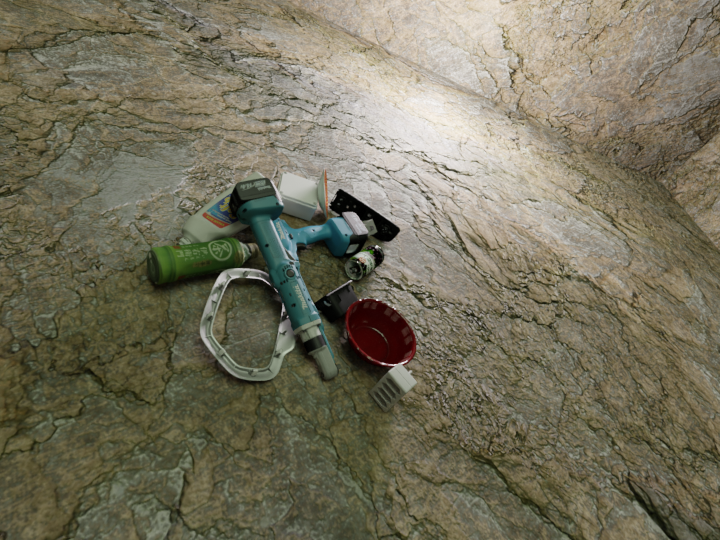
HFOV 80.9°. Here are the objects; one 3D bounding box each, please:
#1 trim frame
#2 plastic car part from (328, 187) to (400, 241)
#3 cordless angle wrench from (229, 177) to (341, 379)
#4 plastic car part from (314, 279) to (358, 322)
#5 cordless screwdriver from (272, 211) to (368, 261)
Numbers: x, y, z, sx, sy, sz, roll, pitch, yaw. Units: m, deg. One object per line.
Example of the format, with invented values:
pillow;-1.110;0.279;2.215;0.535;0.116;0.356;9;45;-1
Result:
trim frame;-0.203;0.090;0.799;0.177;0.028;0.255;30;35;-21
plastic car part;0.014;-0.149;1.173;0.207;0.066;0.066;34;14;9
cordless angle wrench;-0.147;0.013;0.843;0.095;0.075;0.433;-17;72;-31
plastic car part;-0.040;0.072;0.912;0.113;0.067;0.072;-25;79;-48
cordless screwdriver;-0.098;-0.064;1.007;0.239;0.074;0.167;-6;51;-29
